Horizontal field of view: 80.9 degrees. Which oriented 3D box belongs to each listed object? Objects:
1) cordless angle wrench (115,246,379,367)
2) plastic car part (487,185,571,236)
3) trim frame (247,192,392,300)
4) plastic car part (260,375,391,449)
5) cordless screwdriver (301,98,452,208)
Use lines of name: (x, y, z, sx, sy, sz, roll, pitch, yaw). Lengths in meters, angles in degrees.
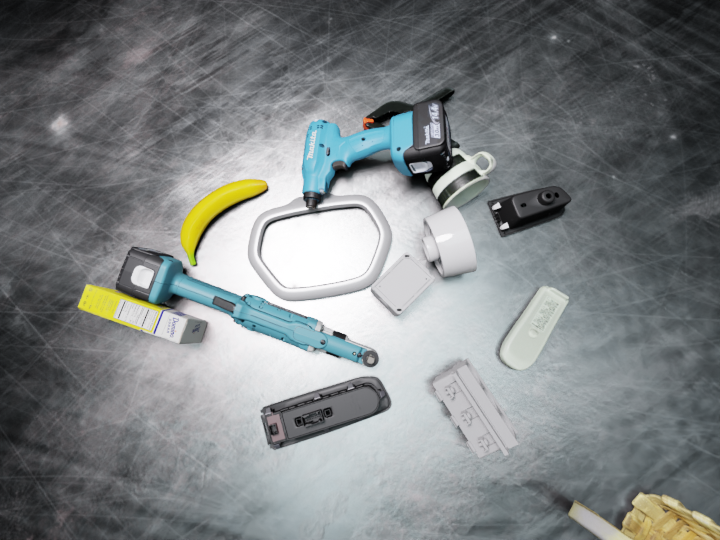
cordless angle wrench: (-0.173, 0.067, 0.676, 0.426, 0.097, 0.074, 20, 88, 4)
plastic car part: (0.281, -0.107, 0.683, 0.117, 0.069, 0.067, -17, 80, 2)
trim frame: (-0.070, -0.046, 0.720, 0.250, 0.027, 0.187, -11, 77, 4)
plastic car part: (-0.054, 0.213, 0.643, 0.202, 0.065, 0.068, -17, 71, -3)
cordless screwdriver: (0.017, -0.181, 0.686, 0.258, 0.070, 0.161, 0, 73, 25)
